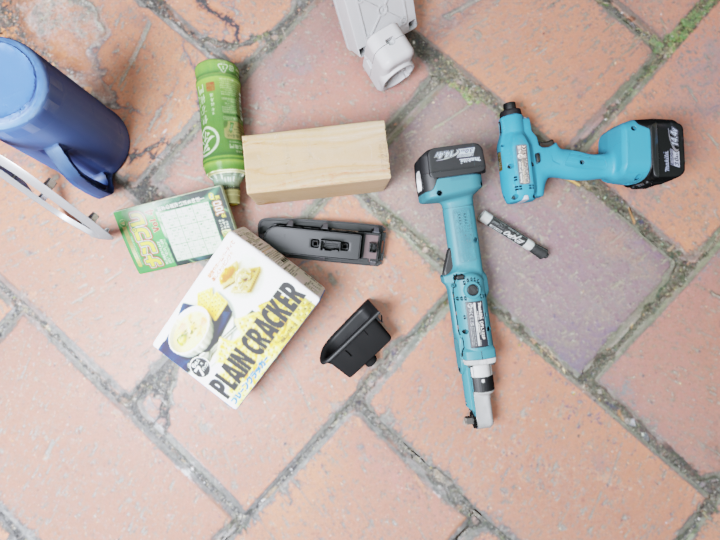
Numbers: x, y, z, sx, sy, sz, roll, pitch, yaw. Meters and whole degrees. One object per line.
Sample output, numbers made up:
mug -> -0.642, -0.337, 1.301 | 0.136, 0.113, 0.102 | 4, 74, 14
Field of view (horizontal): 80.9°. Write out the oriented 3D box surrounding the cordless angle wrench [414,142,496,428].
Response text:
cordless angle wrench -> 0.159, 0.026, 0.642 | 0.098, 0.074, 0.424 | -7, 88, -1

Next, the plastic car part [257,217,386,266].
plastic car part -> -0.064, -0.042, 0.654 | 0.205, 0.067, 0.065 | 7, 107, 5

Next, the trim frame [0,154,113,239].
trim frame -> -0.442, -0.112, 0.580 | 0.193, 0.237, 0.027 | 20, 70, 25

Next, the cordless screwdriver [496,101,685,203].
cordless screwdriver -> 0.340, -0.192, 0.651 | 0.251, 0.073, 0.160 | -5, 87, 4

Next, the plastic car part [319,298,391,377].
plastic car part -> 0.000, 0.113, 0.647 | 0.069, 0.067, 0.116 | 42, 91, -14
